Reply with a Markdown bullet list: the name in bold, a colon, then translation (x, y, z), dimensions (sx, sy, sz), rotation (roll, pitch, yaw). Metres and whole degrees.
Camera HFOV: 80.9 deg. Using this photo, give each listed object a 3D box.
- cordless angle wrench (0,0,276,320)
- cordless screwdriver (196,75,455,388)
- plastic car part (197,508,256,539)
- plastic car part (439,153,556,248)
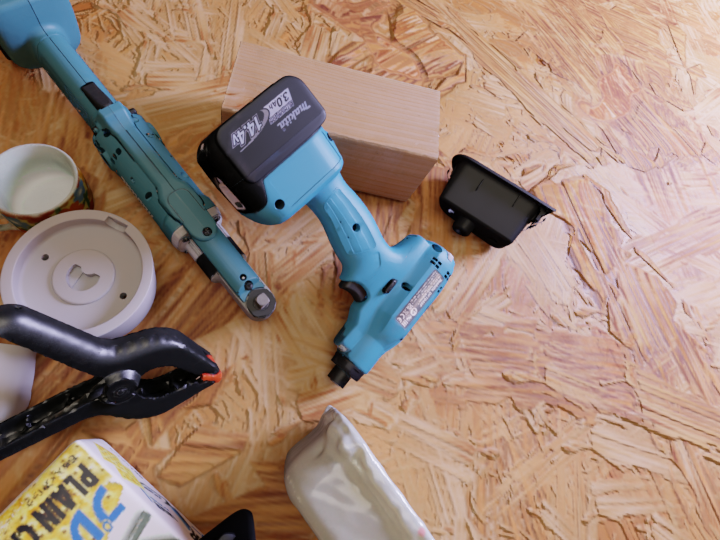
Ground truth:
- **cordless angle wrench**: translation (-0.220, -0.121, 0.402), dimensions (0.073, 0.098, 0.427), rotation (-38, 84, -24)
- **cordless screwdriver**: translation (-0.035, -0.023, 0.361), dimensions (0.239, 0.077, 0.158), rotation (46, 75, -22)
- **plastic car part**: translation (-0.127, 0.221, 0.217), dimensions (0.200, 0.067, 0.067), rotation (-39, 93, -24)
- **plastic car part**: translation (0.134, -0.066, 0.466), dimensions (0.118, 0.065, 0.071), rotation (32, 80, 5)
